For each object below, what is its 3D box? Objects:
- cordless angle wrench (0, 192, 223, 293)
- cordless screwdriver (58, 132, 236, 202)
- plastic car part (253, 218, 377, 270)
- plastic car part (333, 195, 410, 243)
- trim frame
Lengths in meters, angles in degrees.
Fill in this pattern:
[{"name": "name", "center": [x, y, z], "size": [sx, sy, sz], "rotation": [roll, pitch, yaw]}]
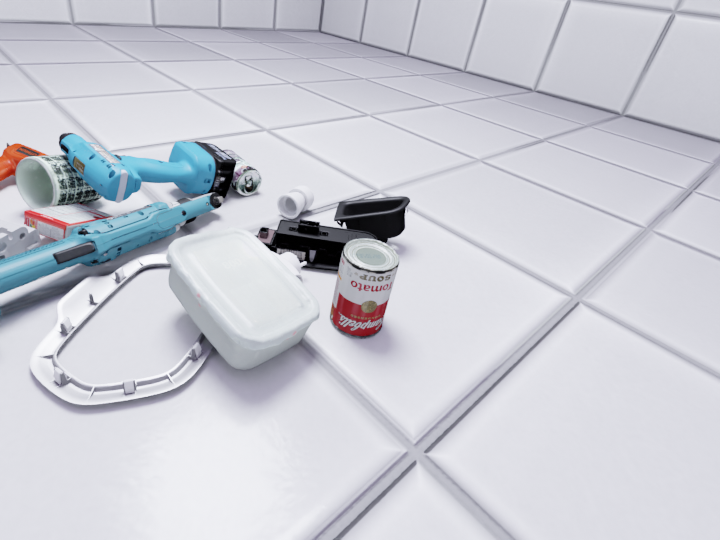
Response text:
[{"name": "cordless angle wrench", "center": [-0.335, -0.036, 0.539], "size": [0.102, 0.073, 0.415], "rotation": [-5, 21, 31]}, {"name": "cordless screwdriver", "center": [-0.334, -0.174, 0.682], "size": [0.166, 0.074, 0.240], "rotation": [35, 26, 21]}, {"name": "plastic car part", "center": [-0.061, -0.040, 0.625], "size": [0.203, 0.066, 0.067], "rotation": [12, 27, -1]}, {"name": "plastic car part", "center": [0.022, -0.076, 0.681], "size": [0.119, 0.068, 0.067], "rotation": [-2, 33, 12]}, {"name": "trim frame", "center": [-0.246, 0.048, 0.485], "size": [0.186, 0.027, 0.252], "rotation": [10, 36, 5]}]
